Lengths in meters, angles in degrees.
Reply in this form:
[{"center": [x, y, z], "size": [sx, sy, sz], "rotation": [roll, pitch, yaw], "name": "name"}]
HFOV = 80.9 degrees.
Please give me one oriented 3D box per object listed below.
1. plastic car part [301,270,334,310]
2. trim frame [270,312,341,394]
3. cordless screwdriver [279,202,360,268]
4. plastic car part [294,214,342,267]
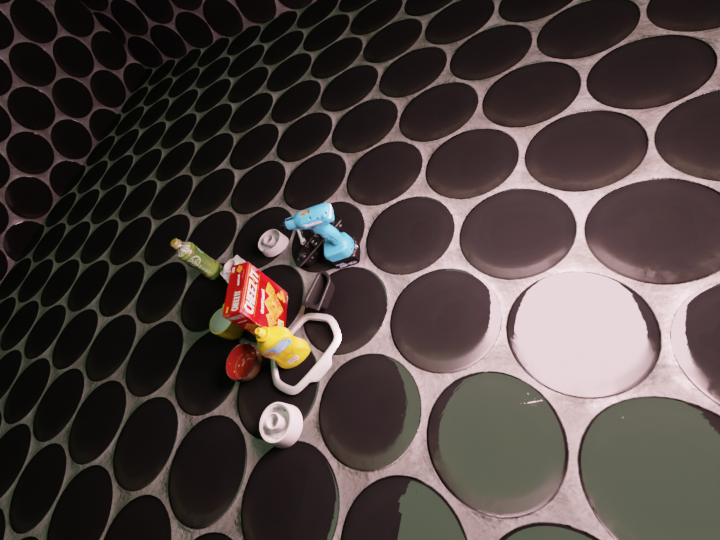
[{"center": [-0.108, 0.068, 1.231], "size": [0.069, 0.067, 0.117], "rotation": [11, 67, 36], "name": "plastic car part"}, {"center": [-0.156, 0.227, 1.183], "size": [0.248, 0.026, 0.195], "rotation": [-49, 48, -6], "name": "trim frame"}, {"center": [-0.109, -0.094, 1.226], "size": [0.164, 0.235, 0.076], "rotation": [-14, 54, 23], "name": "cordless screwdriver"}, {"center": [-0.132, -0.086, 1.351], "size": [0.203, 0.063, 0.070], "rotation": [-46, 48, -3], "name": "plastic car part"}]
